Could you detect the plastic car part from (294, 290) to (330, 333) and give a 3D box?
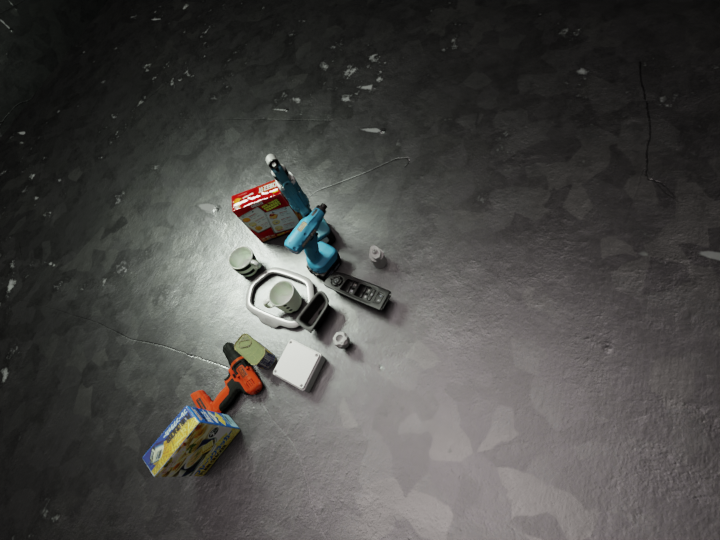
[{"bbox_3d":[-0.125,0.125,1.232,0.069,0.067,0.116,31,77,27],"label":"plastic car part"}]

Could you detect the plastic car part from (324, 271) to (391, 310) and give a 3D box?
[{"bbox_3d":[-0.009,0.060,1.226,0.213,0.064,0.066,22,73,27],"label":"plastic car part"}]

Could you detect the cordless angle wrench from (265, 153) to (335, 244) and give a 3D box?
[{"bbox_3d":[-0.175,-0.196,1.214,0.074,0.403,0.102,-31,61,0],"label":"cordless angle wrench"}]

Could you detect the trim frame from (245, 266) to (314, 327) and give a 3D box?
[{"bbox_3d":[-0.252,0.085,1.320,0.260,0.026,0.185,16,71,25],"label":"trim frame"}]

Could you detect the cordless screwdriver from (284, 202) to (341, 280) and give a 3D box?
[{"bbox_3d":[-0.121,-0.079,1.233,0.078,0.237,0.159,30,76,26],"label":"cordless screwdriver"}]
